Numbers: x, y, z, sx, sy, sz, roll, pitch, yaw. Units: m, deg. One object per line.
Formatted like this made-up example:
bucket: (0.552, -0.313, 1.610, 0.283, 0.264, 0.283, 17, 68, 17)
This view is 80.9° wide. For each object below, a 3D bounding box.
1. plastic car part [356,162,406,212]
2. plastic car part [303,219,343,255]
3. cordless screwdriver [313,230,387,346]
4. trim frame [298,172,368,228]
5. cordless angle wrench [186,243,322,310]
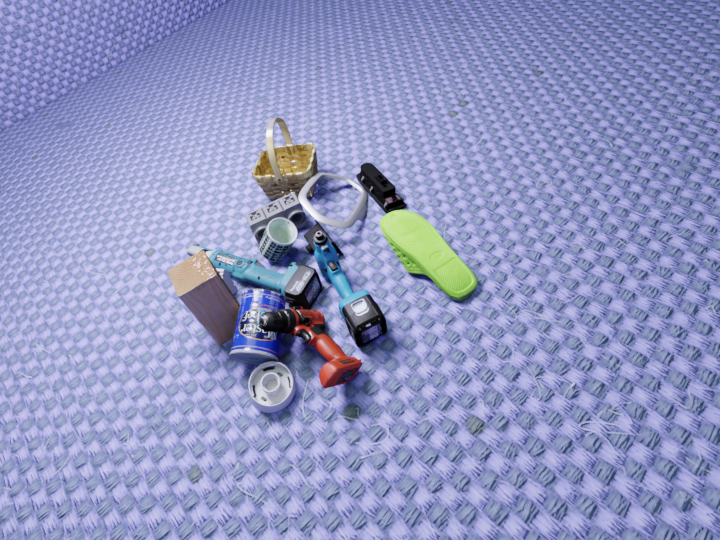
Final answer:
plastic car part: (0.048, -0.243, 1.193, 0.066, 0.064, 0.214, -27, 46, -10)
plastic car part: (-0.108, -0.070, 1.101, 0.071, 0.062, 0.123, -41, 48, -2)
cordless screwdriver: (-0.036, 0.032, 0.929, 0.074, 0.152, 0.262, -26, 51, -9)
trim frame: (-0.067, -0.195, 1.153, 0.185, 0.027, 0.250, 24, 39, 1)
cordless angle wrench: (-0.299, -0.004, 1.091, 0.443, 0.071, 0.098, 16, 57, 29)
